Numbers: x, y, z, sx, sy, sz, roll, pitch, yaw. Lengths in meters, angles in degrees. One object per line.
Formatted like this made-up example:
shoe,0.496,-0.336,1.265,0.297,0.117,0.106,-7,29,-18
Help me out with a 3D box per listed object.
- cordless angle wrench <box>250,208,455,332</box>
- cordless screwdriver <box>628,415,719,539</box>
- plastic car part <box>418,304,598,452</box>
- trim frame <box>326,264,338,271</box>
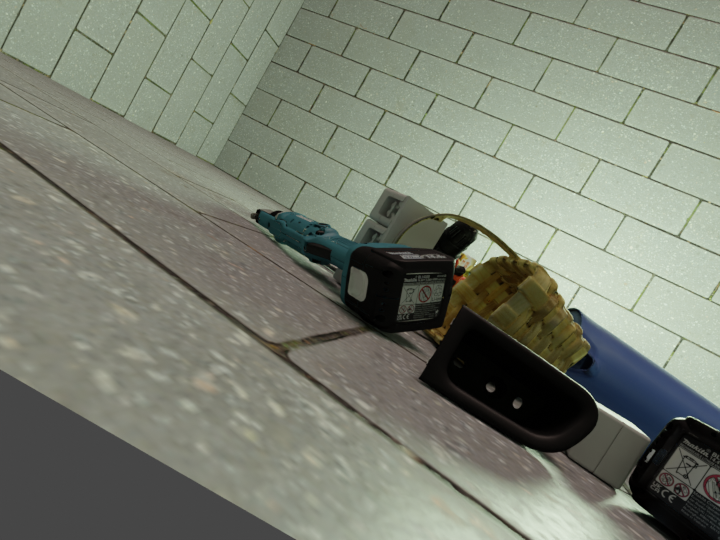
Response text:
cordless angle wrench,-0.057,-0.037,0.581,0.094,0.073,0.446,-1,17,-33
cordless screwdriver,0.305,0.193,0.324,0.240,0.074,0.165,33,2,-20
plastic car part,0.107,0.089,0.333,0.118,0.066,0.070,34,-11,7
trim frame,0.000,0.011,0.764,0.261,0.027,0.175,30,2,28
